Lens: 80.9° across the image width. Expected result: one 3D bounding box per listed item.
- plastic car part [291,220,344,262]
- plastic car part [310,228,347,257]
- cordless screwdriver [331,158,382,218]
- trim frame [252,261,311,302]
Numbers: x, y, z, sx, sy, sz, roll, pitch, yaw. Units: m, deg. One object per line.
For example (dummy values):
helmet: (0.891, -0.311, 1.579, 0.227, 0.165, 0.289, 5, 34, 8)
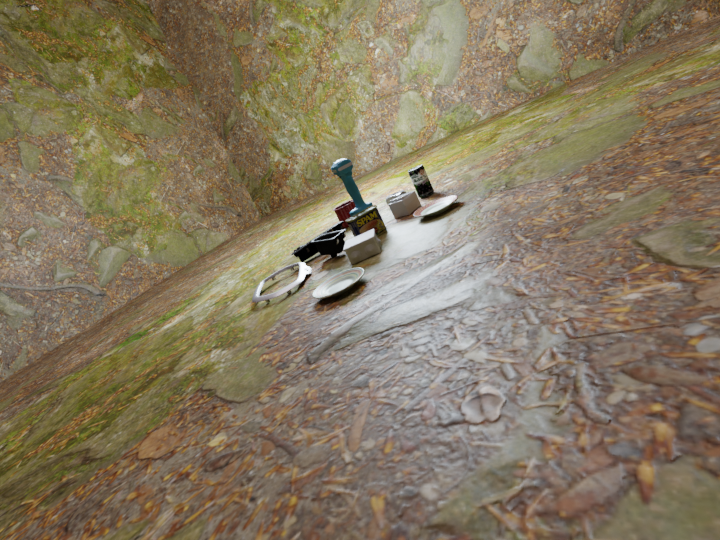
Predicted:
plastic car part: (-0.136, -0.089, 1.394, 0.201, 0.066, 0.068, -30, 14, -11)
plastic car part: (-0.087, -0.074, 1.266, 0.121, 0.069, 0.065, -11, 21, 46)
cordless screwdriver: (-0.023, -0.243, 1.370, 0.074, 0.244, 0.163, -28, 13, -8)
trim frame: (-0.229, 0.033, 1.234, 0.185, 0.027, 0.253, -27, 16, 2)
